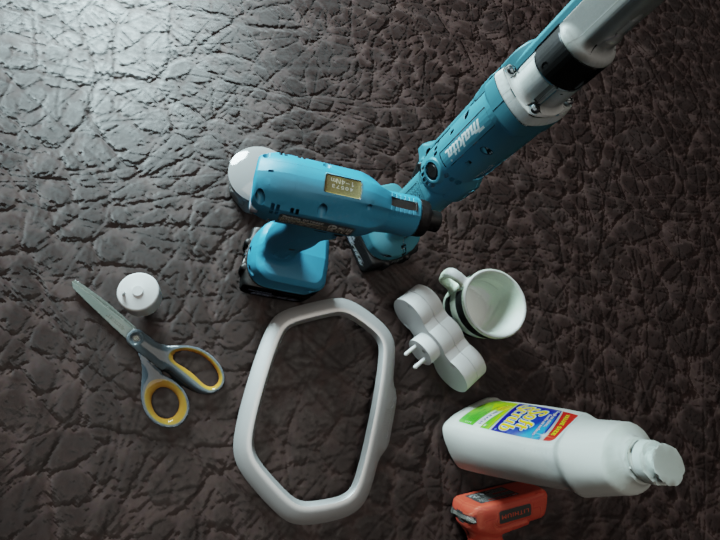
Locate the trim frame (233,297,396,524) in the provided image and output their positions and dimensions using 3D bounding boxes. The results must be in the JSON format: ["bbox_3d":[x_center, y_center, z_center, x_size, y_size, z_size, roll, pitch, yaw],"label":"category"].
[{"bbox_3d":[-0.043,0.152,0.490,0.181,0.027,0.252,16,67,-9],"label":"trim frame"}]

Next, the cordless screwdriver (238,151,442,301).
[{"bbox_3d":[-0.042,-0.028,0.433,0.155,0.251,0.075,11,70,-15],"label":"cordless screwdriver"}]

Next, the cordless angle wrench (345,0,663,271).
[{"bbox_3d":[0.087,-0.101,0.400,0.072,0.426,0.099,-19,81,-24],"label":"cordless angle wrench"}]
